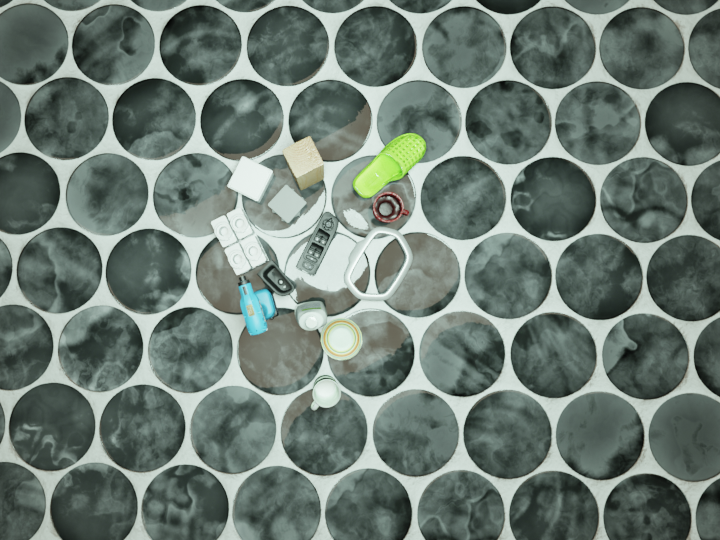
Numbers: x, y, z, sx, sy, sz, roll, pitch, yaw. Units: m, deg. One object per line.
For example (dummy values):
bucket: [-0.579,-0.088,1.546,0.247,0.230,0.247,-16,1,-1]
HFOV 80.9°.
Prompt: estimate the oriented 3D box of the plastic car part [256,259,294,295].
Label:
plastic car part: [-0.257,0.031,1.320,0.066,0.071,0.117,-43,90,-2]

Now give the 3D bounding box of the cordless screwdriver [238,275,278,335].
cordless screwdriver: [-0.303,0.089,1.229,0.074,0.249,0.159,-18,91,-4]

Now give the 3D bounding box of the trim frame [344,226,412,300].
trim frame: [0.055,-0.019,1.340,0.185,0.027,0.248,31,88,2]

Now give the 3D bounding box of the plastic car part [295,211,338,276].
plastic car part: [-0.130,-0.085,1.325,0.066,0.067,0.203,26,88,-2]
